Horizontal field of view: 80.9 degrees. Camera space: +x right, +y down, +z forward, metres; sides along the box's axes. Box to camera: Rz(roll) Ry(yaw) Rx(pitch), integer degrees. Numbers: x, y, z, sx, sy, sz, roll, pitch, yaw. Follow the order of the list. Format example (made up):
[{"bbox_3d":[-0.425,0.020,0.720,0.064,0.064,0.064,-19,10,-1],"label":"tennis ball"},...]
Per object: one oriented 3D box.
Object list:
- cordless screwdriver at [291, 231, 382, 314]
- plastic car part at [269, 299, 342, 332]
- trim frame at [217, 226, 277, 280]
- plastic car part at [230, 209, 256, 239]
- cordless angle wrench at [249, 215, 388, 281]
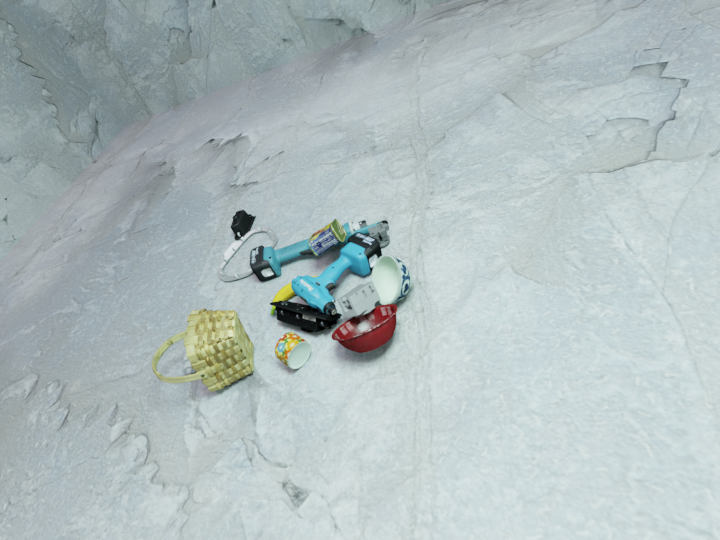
[{"bbox_3d":[-0.042,0.010,1.089,0.245,0.071,0.169,-37,43,-21],"label":"cordless screwdriver"},{"bbox_3d":[-0.146,0.117,1.079,0.214,0.066,0.064,14,20,35],"label":"plastic car part"},{"bbox_3d":[-0.380,-0.061,1.412,0.194,0.026,0.248,10,57,37],"label":"trim frame"},{"bbox_3d":[-0.433,-0.174,1.522,0.068,0.067,0.119,-12,41,20],"label":"plastic car part"},{"bbox_3d":[-0.123,-0.080,1.258,0.428,0.071,0.102,-19,42,9],"label":"cordless angle wrench"}]
